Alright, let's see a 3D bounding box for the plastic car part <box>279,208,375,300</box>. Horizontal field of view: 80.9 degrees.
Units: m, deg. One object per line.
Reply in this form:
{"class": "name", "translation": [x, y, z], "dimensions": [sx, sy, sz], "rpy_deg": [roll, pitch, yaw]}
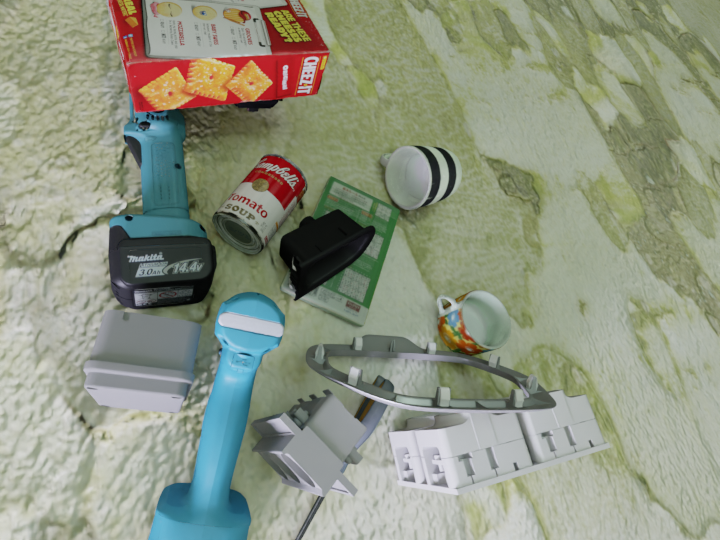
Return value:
{"class": "plastic car part", "translation": [-0.048, -0.031, 0.488], "dimensions": [0.074, 0.065, 0.114], "rpy_deg": [42, 56, 19]}

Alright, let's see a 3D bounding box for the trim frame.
{"class": "trim frame", "translation": [0.066, 0.097, 0.420], "dimensions": [0.241, 0.190, 0.027], "rpy_deg": [5, 94, -20]}

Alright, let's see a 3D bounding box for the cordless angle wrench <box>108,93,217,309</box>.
{"class": "cordless angle wrench", "translation": [-0.238, -0.170, 0.491], "dimensions": [0.095, 0.074, 0.436], "rpy_deg": [-4, 65, -24]}

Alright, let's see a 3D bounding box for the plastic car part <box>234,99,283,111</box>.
{"class": "plastic car part", "translation": [-0.160, -0.285, 0.573], "dimensions": [0.065, 0.066, 0.210], "rpy_deg": [-11, 66, -19]}

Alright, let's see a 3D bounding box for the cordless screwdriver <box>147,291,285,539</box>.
{"class": "cordless screwdriver", "translation": [-0.121, 0.144, 0.360], "dimensions": [0.073, 0.162, 0.251], "rpy_deg": [14, 78, -15]}
